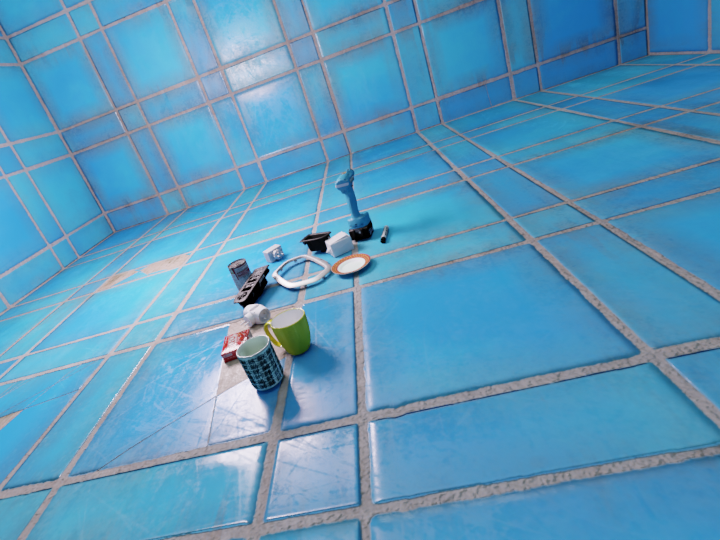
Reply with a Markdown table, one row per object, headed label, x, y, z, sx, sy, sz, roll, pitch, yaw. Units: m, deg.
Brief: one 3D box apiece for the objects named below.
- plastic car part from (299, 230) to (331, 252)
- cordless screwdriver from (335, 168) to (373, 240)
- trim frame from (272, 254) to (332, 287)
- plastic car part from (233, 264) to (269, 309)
| label | x | y | z | sx | sy | sz | roll | pitch | yaw |
| --- | --- | --- | --- | --- | --- | --- | --- | --- | --- |
| plastic car part | -0.152 | -0.099 | 1.553 | 0.122 | 0.069 | 0.065 | -3 | 28 | 34 |
| cordless screwdriver | -0.020 | -0.244 | 1.543 | 0.076 | 0.241 | 0.160 | -11 | 24 | 19 |
| trim frame | -0.199 | 0.000 | 1.438 | 0.181 | 0.026 | 0.261 | -31 | 27 | -22 |
| plastic car part | -0.353 | 0.061 | 1.387 | 0.068 | 0.065 | 0.204 | -11 | 26 | 20 |
